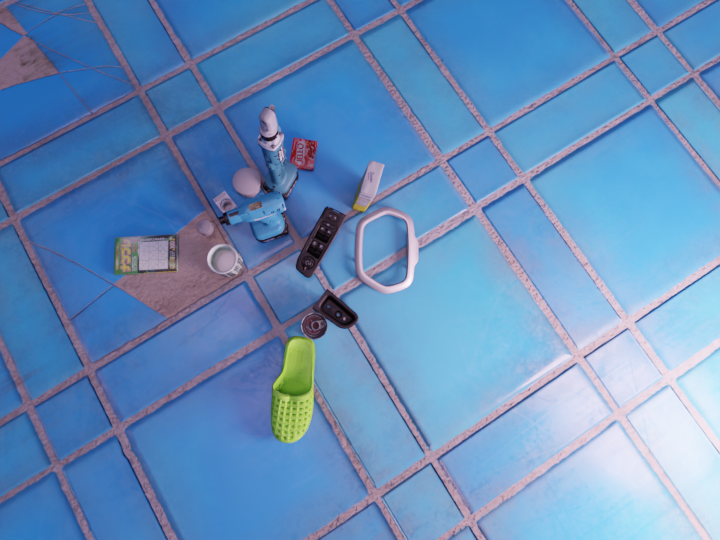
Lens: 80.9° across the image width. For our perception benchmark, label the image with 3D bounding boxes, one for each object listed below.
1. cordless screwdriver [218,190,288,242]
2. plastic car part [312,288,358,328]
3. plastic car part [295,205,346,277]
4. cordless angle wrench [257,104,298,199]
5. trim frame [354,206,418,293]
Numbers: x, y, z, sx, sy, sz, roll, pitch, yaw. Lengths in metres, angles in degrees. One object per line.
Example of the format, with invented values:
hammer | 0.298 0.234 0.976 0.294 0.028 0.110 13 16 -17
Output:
cordless screwdriver | -0.268 -0.129 1.097 0.158 0.247 0.075 -19 85 -7
plastic car part | -0.065 0.113 1.143 0.118 0.070 0.066 37 81 4
plastic car part | -0.115 -0.075 1.180 0.067 0.066 0.203 28 80 1
cordless angle wrench | -0.209 -0.281 1.038 0.074 0.421 0.098 28 81 -2
trim frame | 0.075 -0.059 1.198 0.184 0.027 0.251 1 79 -1
